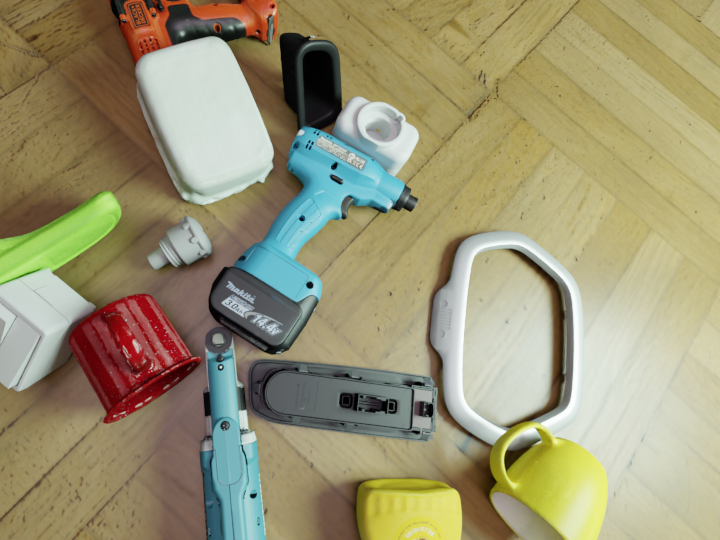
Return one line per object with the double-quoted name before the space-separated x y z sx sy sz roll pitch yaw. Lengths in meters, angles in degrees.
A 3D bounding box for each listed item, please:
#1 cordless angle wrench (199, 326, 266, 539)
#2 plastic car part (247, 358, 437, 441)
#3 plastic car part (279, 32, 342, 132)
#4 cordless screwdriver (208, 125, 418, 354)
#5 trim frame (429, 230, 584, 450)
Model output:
"cordless angle wrench" -0.103 0.261 0.359 0.073 0.097 0.433 -6 71 -14
"plastic car part" -0.014 0.131 0.422 0.201 0.067 0.067 9 81 -5
"plastic car part" -0.066 -0.229 0.495 0.065 0.113 0.074 -33 62 -19
"cordless screwdriver" -0.045 -0.029 0.456 0.159 0.074 0.250 27 68 -3
"trim frame" 0.172 0.072 0.487 0.182 0.027 0.251 11 74 -7
